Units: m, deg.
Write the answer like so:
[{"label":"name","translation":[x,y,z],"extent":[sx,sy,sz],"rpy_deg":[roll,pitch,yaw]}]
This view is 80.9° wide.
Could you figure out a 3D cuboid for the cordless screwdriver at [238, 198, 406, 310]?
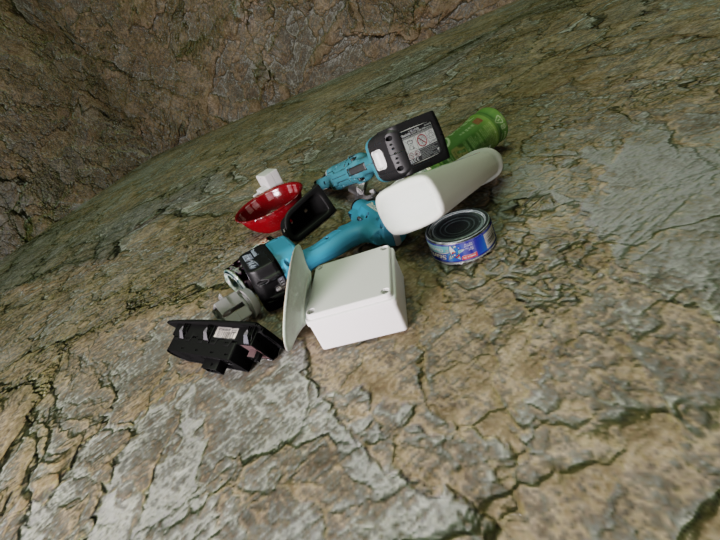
[{"label":"cordless screwdriver","translation":[-0.066,-0.043,0.673],"extent":[0.247,0.071,0.167],"rpy_deg":[-27,29,-8]}]

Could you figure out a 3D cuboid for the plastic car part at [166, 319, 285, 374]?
[{"label":"plastic car part","translation":[-0.193,0.101,0.565],"extent":[0.213,0.062,0.068],"rpy_deg":[2,64,38]}]

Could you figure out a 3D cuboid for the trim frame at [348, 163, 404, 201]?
[{"label":"trim frame","translation":[0.056,-0.214,0.858],"extent":[0.188,0.026,0.253],"rpy_deg":[-28,29,25]}]

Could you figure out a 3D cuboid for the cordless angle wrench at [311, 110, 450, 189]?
[{"label":"cordless angle wrench","translation":[-0.003,-0.188,0.780],"extent":[0.096,0.073,0.438],"rpy_deg":[-27,13,-20]}]

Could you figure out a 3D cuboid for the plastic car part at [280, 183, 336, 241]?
[{"label":"plastic car part","translation":[-0.117,-0.106,0.829],"extent":[0.115,0.064,0.073],"rpy_deg":[-44,18,-23]}]
